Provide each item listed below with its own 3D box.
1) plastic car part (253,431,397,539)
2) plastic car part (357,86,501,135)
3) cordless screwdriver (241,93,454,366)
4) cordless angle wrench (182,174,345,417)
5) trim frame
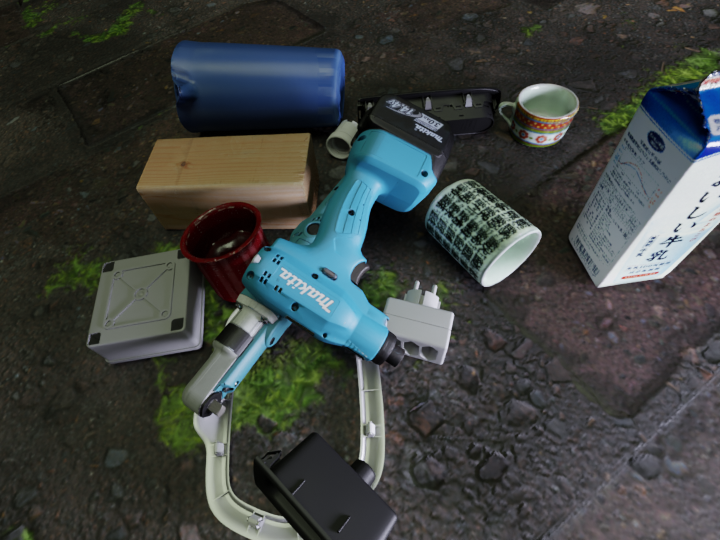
[{"bbox_3d":[-0.022,0.178,0.334,0.121,0.064,0.070,33,52,22],"label":"plastic car part"},{"bbox_3d":[0.100,-0.218,0.598,0.204,0.064,0.069,-7,66,4],"label":"plastic car part"},{"bbox_3d":[0.017,-0.043,0.416,0.160,0.074,0.249,32,70,1],"label":"cordless screwdriver"},{"bbox_3d":[-0.046,-0.030,0.475,0.102,0.072,0.421,24,60,20],"label":"cordless angle wrench"},{"bbox_3d":[-0.072,0.123,0.419,0.186,0.026,0.256,-6,58,6],"label":"trim frame"}]
